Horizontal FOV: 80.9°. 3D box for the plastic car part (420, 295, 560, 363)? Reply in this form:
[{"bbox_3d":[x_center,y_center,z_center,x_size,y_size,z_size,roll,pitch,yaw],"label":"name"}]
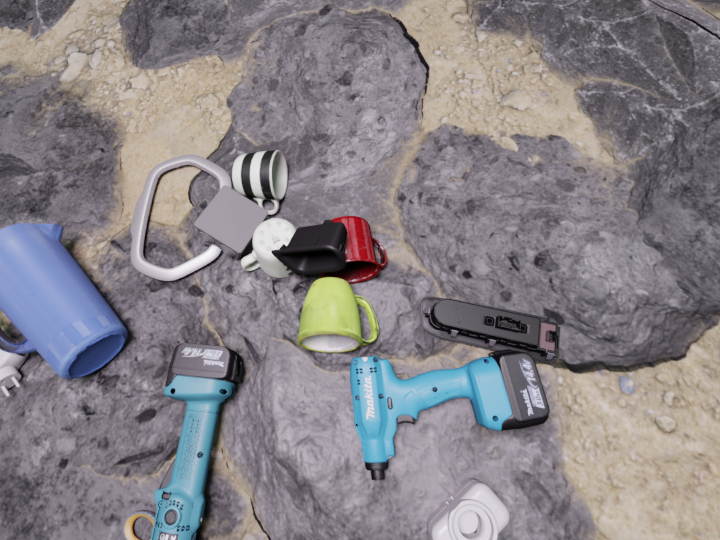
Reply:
[{"bbox_3d":[0.188,0.081,0.616,0.208,0.065,0.067,11,78,12],"label":"plastic car part"}]

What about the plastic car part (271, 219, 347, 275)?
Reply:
[{"bbox_3d":[-0.060,-0.039,0.610,0.121,0.062,0.072,-9,52,38],"label":"plastic car part"}]

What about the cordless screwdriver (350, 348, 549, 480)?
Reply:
[{"bbox_3d":[0.114,0.191,0.574,0.252,0.072,0.162,-7,73,7],"label":"cordless screwdriver"}]

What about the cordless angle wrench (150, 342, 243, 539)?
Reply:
[{"bbox_3d":[-0.238,0.315,0.552,0.099,0.072,0.431,2,67,5],"label":"cordless angle wrench"}]

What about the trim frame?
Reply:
[{"bbox_3d":[-0.323,-0.100,0.755,0.186,0.027,0.253,-1,71,4],"label":"trim frame"}]
